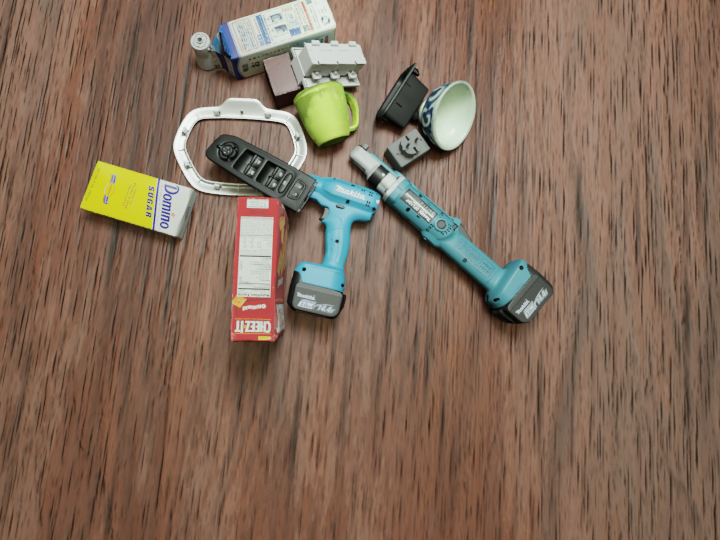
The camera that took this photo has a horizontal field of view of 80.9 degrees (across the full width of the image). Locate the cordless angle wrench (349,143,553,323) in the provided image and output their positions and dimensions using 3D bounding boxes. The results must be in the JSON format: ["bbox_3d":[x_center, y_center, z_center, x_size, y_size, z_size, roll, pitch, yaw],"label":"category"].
[{"bbox_3d":[0.141,-0.077,0.759,0.428,0.073,0.098,42,83,6],"label":"cordless angle wrench"}]

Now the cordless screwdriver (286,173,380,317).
[{"bbox_3d":[-0.073,-0.048,0.747,0.159,0.074,0.250,17,78,0],"label":"cordless screwdriver"}]

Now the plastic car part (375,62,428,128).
[{"bbox_3d":[0.084,-0.315,0.797,0.069,0.068,0.116,30,86,-15],"label":"plastic car part"}]

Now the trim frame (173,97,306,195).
[{"bbox_3d":[-0.225,-0.231,0.789,0.249,0.027,0.186,2,81,0],"label":"trim frame"}]

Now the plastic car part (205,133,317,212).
[{"bbox_3d":[-0.173,-0.172,0.738,0.206,0.066,0.066,30,91,6],"label":"plastic car part"}]
